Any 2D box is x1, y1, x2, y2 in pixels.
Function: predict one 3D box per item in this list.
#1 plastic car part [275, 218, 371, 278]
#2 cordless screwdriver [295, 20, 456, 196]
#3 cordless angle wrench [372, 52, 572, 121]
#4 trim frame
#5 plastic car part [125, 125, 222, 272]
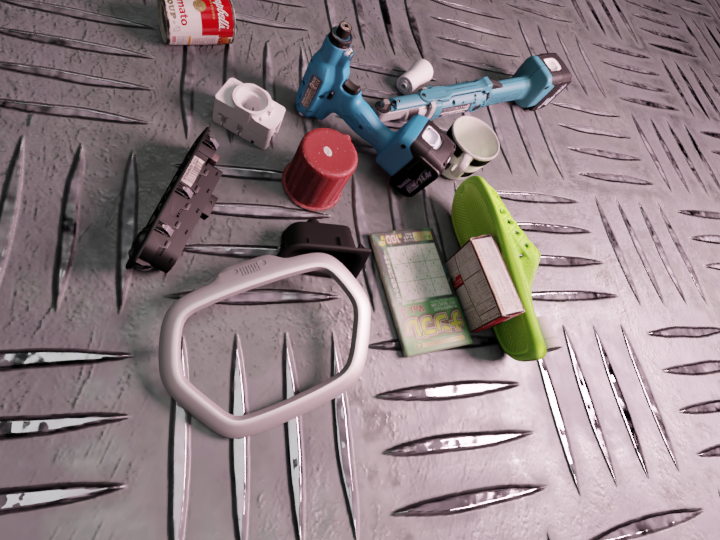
[{"bbox_3d":[-0.054,-0.035,0.555,0.114,0.065,0.073,9,49,-14],"label":"plastic car part"},{"bbox_3d":[0.027,-0.229,0.616,0.248,0.160,0.074,38,58,-3],"label":"cordless screwdriver"},{"bbox_3d":[0.201,-0.320,0.772,0.412,0.098,0.076,-19,76,-22],"label":"cordless angle wrench"},{"bbox_3d":[-0.099,0.073,0.479,0.243,0.028,0.186,-20,84,-18],"label":"trim frame"},{"bbox_3d":[-0.218,-0.078,0.515,0.064,0.069,0.205,40,52,-32],"label":"plastic car part"}]
